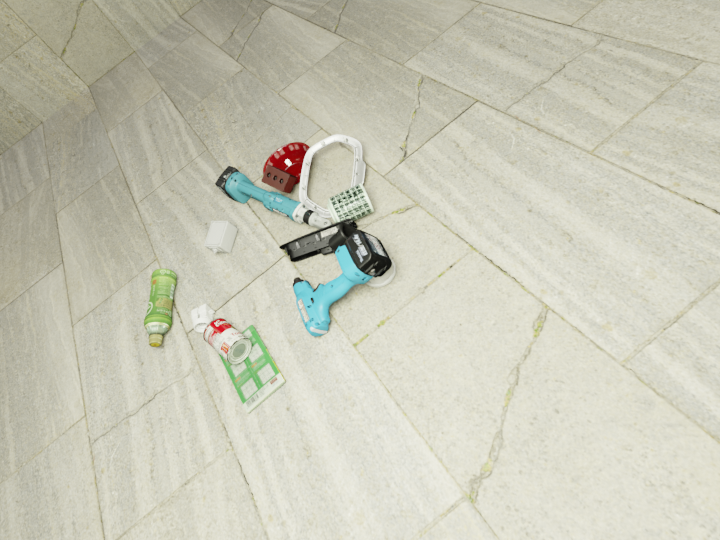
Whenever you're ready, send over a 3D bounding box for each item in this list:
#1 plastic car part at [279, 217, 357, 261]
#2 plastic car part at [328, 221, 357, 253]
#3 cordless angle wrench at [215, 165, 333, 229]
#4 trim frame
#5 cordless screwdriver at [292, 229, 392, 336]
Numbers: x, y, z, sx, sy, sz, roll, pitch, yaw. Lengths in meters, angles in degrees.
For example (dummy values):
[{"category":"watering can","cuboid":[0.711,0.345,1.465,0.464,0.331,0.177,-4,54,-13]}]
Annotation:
[{"category":"plastic car part","cuboid":[-0.104,-0.068,1.066,0.207,0.064,0.068,-15,80,15]},{"category":"plastic car part","cuboid":[-0.033,-0.063,1.000,0.072,0.110,0.069,-40,47,27]},{"category":"cordless angle wrench","cuboid":[-0.243,-0.193,1.193,0.446,0.093,0.074,26,76,32]},{"category":"trim frame","cuboid":[-0.077,-0.263,1.156,0.189,0.026,0.251,3,74,17]},{"category":"cordless screwdriver","cuboid":[-0.058,0.011,0.939,0.250,0.070,0.167,-46,49,21]}]
